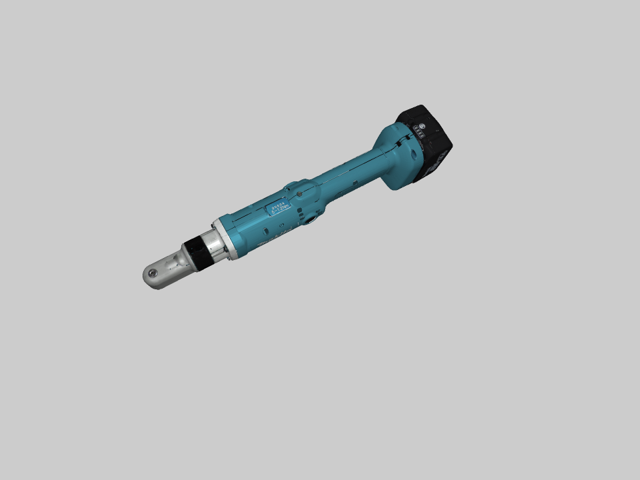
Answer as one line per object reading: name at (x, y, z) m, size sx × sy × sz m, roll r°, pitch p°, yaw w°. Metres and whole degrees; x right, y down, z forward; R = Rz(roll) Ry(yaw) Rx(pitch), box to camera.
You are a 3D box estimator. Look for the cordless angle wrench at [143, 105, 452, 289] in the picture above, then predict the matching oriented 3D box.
cordless angle wrench at (-0.025, -0.048, 0.548) m, size 0.422 × 0.074 × 0.098 m, roll -28°, pitch -14°, yaw -14°
